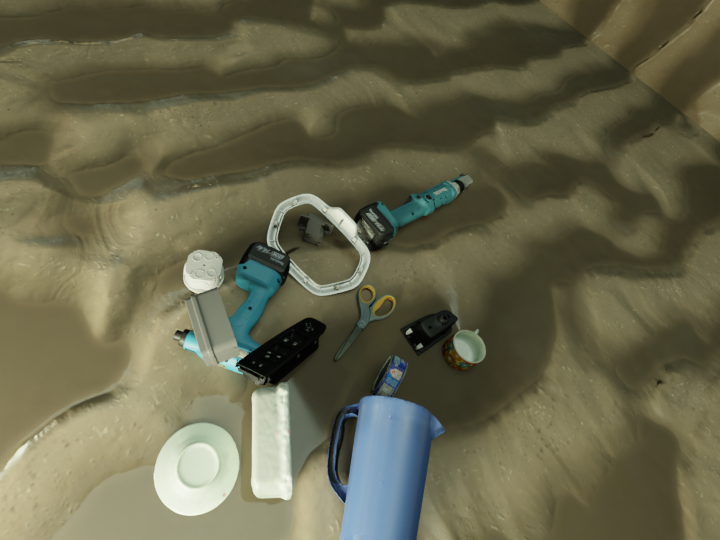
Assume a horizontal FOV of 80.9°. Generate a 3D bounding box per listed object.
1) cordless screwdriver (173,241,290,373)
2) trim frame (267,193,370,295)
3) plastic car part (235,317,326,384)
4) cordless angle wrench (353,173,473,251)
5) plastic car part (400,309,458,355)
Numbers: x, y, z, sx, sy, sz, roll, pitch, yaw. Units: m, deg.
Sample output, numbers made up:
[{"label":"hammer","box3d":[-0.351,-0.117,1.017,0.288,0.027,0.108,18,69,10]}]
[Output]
[{"label":"cordless screwdriver","box3d":[-0.238,0.060,0.817,0.158,0.074,0.252,19,58,-4]},{"label":"trim frame","box3d":[-0.091,-0.059,0.928,0.251,0.027,0.182,45,72,6]},{"label":"plastic car part","box3d":[-0.130,0.150,0.766,0.069,0.065,0.199,6,27,31]},{"label":"cordless angle wrench","box3d":[0.162,-0.174,1.094,0.412,0.074,0.101,-29,71,-33]},{"label":"plastic car part","box3d":[0.157,0.117,0.893,0.114,0.070,0.068,-25,70,-26]}]
